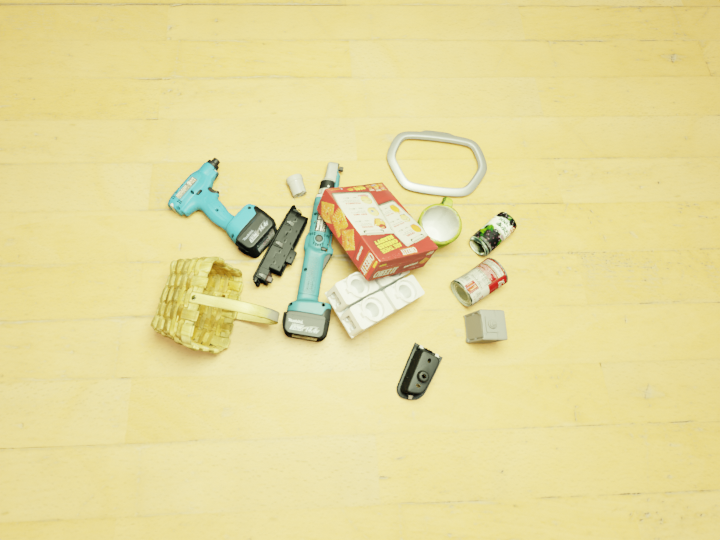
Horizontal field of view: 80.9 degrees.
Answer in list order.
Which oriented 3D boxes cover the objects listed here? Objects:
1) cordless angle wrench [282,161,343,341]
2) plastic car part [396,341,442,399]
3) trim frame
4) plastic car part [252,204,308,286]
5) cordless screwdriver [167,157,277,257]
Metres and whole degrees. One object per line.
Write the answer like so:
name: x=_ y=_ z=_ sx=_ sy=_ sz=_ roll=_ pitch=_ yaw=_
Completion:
cordless angle wrench: x=-0.093 y=-0.061 z=0.947 sx=0.098 sy=0.073 sz=0.429 roll=8 pitch=70 yaw=-3
plastic car part: x=0.124 y=0.210 z=0.864 sx=0.067 sy=0.070 sz=0.117 roll=27 pitch=70 yaw=5
trim frame: x=0.189 y=-0.270 z=1.045 sx=0.249 sy=0.027 sz=0.187 roll=5 pitch=73 yaw=2
plastic car part: x=-0.170 y=-0.055 z=0.936 sx=0.069 sy=0.064 sz=0.204 roll=15 pitch=70 yaw=12
cordless screwdriver: x=-0.299 y=-0.149 z=0.966 sx=0.255 sy=0.073 sz=0.159 roll=31 pitch=73 yaw=11
